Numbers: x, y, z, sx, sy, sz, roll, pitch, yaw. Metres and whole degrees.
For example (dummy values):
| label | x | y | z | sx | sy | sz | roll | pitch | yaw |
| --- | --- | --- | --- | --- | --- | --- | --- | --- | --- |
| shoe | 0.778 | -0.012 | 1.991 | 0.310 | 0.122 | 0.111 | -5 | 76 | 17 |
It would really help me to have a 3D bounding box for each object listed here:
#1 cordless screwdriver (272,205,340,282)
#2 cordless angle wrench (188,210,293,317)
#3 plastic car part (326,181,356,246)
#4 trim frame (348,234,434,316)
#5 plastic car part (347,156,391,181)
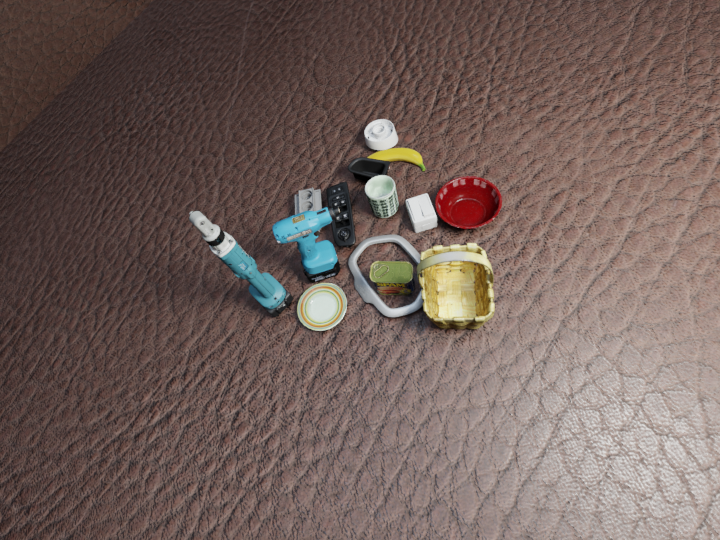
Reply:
| label | x | y | z | sx | sy | sz | roll | pitch | yaw |
| --- | --- | --- | --- | --- | --- | --- | --- | --- | --- |
| cordless screwdriver | -0.103 | -0.067 | 1.054 | 0.160 | 0.237 | 0.077 | -19 | 60 | 4 |
| cordless angle wrench | -0.271 | -0.010 | 0.977 | 0.103 | 0.404 | 0.074 | 39 | 77 | 28 |
| plastic car part | -0.050 | -0.147 | 1.183 | 0.067 | 0.064 | 0.210 | -14 | 59 | 8 |
| trim frame | 0.073 | 0.007 | 1.081 | 0.184 | 0.026 | 0.261 | -34 | 58 | -3 |
| plastic car part | 0.027 | -0.283 | 1.231 | 0.121 | 0.068 | 0.066 | 16 | 68 | 24 |
